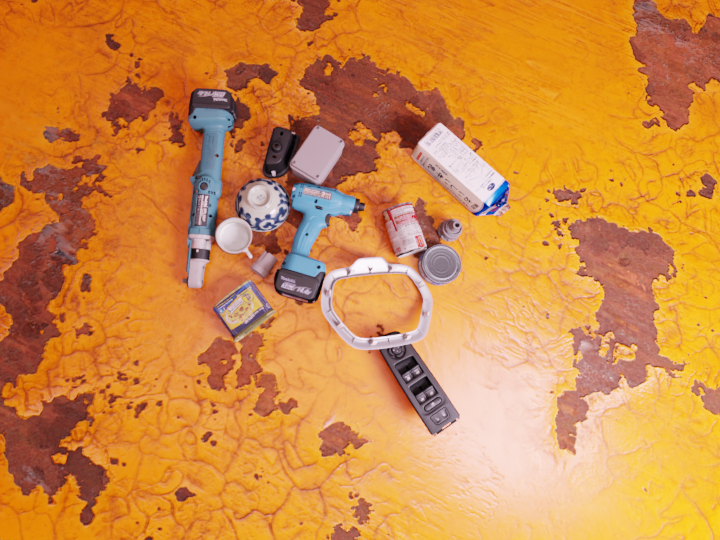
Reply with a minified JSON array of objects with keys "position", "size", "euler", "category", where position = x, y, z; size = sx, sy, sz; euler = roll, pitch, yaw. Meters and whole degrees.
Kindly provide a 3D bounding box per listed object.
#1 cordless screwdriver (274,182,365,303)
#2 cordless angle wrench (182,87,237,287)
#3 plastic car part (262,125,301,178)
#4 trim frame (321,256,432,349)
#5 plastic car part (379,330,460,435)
[{"position":[-0.086,-0.056,0.881],"size":[0.159,0.073,0.251],"euler":[11,75,0],"category":"cordless screwdriver"},{"position":[-0.329,-0.174,0.902],"size":[0.098,0.074,0.426],"euler":[3,81,-2],"category":"cordless angle wrench"},{"position":[-0.177,-0.263,0.919],"size":[0.066,0.070,0.117],"euler":[15,77,0],"category":"plastic car part"},{"position":[0.039,0.061,0.842],"size":[0.241,0.027,0.190],"euler":[-5,65,-20],"category":"trim frame"},{"position":[0.106,0.211,0.832],"size":[0.066,0.065,0.208],"euler":[-33,78,-1],"category":"plastic car part"}]
